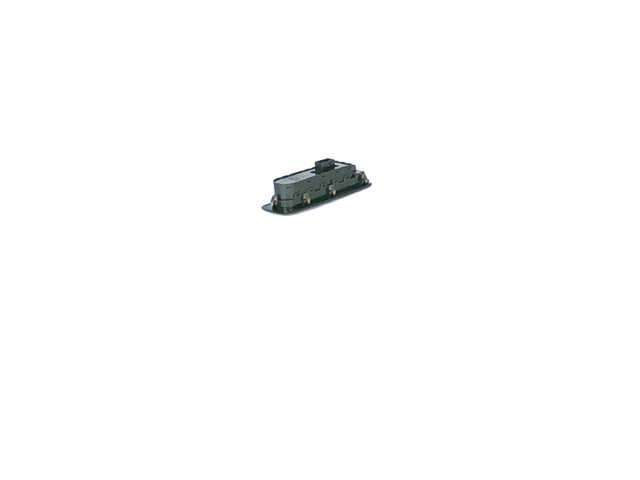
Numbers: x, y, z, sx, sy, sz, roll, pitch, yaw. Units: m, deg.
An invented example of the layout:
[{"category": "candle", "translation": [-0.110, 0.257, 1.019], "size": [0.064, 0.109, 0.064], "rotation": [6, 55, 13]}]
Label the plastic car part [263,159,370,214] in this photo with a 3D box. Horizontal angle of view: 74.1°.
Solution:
[{"category": "plastic car part", "translation": [-0.002, -0.089, 0.677], "size": [0.066, 0.067, 0.201], "rotation": [26, 40, 35]}]
